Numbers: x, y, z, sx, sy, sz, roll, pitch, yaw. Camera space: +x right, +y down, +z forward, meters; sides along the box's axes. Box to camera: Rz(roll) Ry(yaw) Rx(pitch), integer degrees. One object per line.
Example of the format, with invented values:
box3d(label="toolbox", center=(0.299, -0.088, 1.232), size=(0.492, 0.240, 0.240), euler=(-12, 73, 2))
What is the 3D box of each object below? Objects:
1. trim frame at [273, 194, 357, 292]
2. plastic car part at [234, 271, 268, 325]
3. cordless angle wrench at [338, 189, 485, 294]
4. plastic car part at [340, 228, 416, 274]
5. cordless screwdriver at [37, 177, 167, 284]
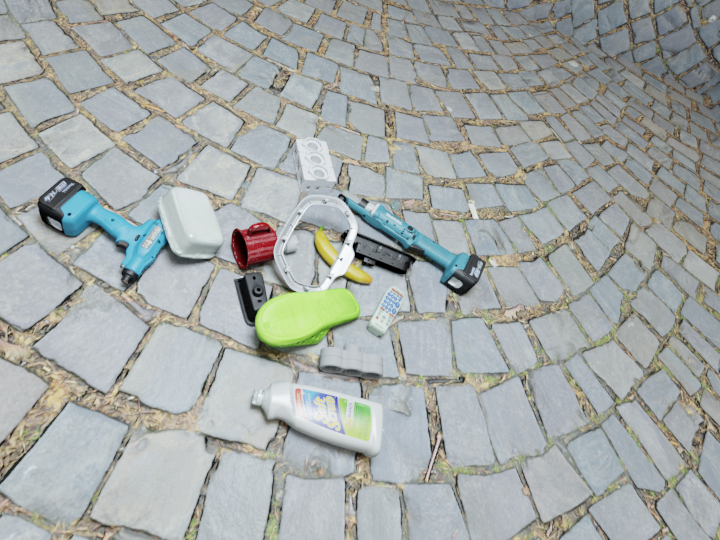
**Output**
box3d(label="trim frame", center=(-0.096, -0.063, 0.982), size=(0.177, 0.028, 0.249), euler=(36, 68, -22))
box3d(label="plastic car part", center=(-0.226, 0.050, 0.907), size=(0.064, 0.070, 0.121), euler=(-7, 58, -24))
box3d(label="cordless angle wrench", center=(0.123, -0.095, 1.130), size=(0.429, 0.074, 0.097), euler=(34, 53, 7))
box3d(label="plastic car part", center=(0.045, -0.041, 1.069), size=(0.200, 0.066, 0.068), euler=(18, 64, -8))
box3d(label="cordless screwdriver", center=(-0.543, -0.080, 0.882), size=(0.245, 0.074, 0.161), euler=(25, 53, -8))
